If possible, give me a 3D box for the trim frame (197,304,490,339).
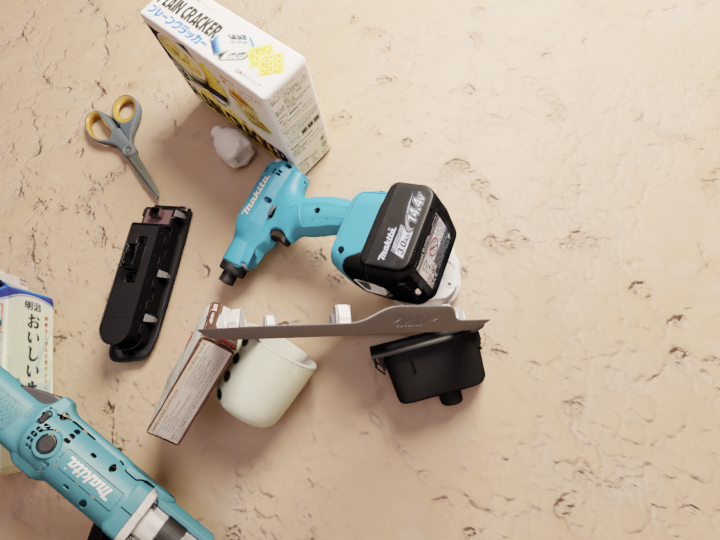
[{"bbox_3d":[-0.011,0.044,0.356,0.238,0.190,0.028,5,80,-31],"label":"trim frame"}]

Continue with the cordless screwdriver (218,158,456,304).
[{"bbox_3d":[-0.043,-0.028,0.437,0.263,0.070,0.159,19,76,38],"label":"cordless screwdriver"}]

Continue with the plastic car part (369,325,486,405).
[{"bbox_3d":[0.073,0.096,0.413,0.117,0.065,0.071,-12,86,3],"label":"plastic car part"}]

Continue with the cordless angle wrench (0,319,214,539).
[{"bbox_3d":[-0.295,0.165,0.409,0.426,0.074,0.097,37,61,3],"label":"cordless angle wrench"}]

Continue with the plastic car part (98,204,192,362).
[{"bbox_3d":[-0.262,0.008,0.510,0.067,0.065,0.205,5,75,4],"label":"plastic car part"}]
